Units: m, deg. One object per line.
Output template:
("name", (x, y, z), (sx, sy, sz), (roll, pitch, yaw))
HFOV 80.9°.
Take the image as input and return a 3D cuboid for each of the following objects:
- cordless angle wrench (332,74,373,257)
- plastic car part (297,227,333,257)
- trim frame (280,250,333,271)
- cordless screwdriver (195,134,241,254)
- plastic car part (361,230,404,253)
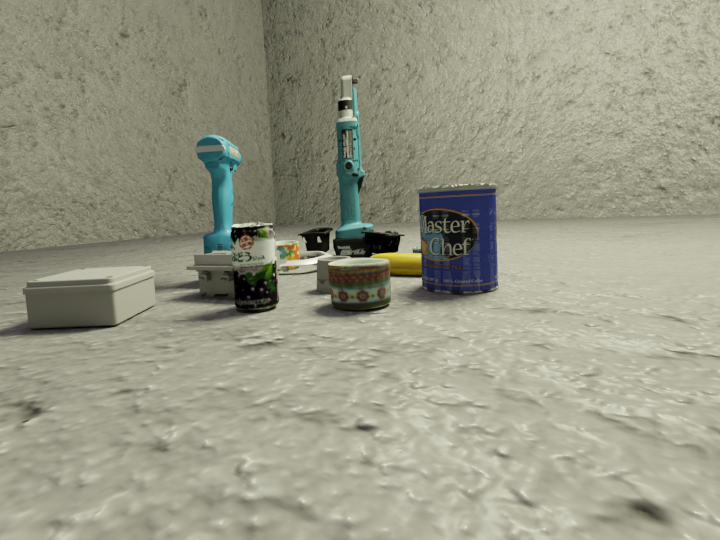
("cordless angle wrench", (-0.024, -0.244, 1.003), (0.099, 0.420, 0.074), (-2, 5, 7))
("plastic car part", (-0.099, -0.065, 1.015), (0.067, 0.070, 0.115), (-1, 8, 13))
("trim frame", (-0.175, -0.017, 0.874), (0.255, 0.027, 0.181), (-1, 9, 16))
("cordless screwdriver", (-0.236, -0.106, 0.754), (0.074, 0.247, 0.160), (-3, 6, 0))
("plastic car part", (0.059, -0.062, 0.954), (0.068, 0.066, 0.199), (-1, 9, 16))
